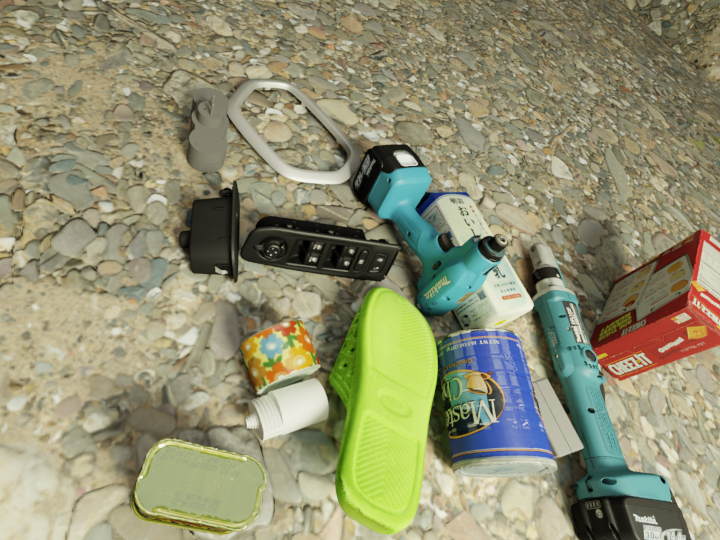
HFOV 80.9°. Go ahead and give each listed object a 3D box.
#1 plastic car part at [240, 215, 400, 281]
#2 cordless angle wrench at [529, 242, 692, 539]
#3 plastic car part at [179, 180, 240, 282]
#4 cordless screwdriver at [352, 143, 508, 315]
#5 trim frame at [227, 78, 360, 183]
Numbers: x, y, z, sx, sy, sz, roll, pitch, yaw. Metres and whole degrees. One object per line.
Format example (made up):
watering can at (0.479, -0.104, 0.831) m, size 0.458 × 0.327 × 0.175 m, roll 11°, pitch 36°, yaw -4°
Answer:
plastic car part at (-0.054, -0.035, 0.554) m, size 0.196 × 0.066 × 0.070 m, roll 4°, pitch 47°, yaw -21°
cordless angle wrench at (0.300, 0.130, 0.587) m, size 0.095 × 0.074 × 0.435 m, roll 13°, pitch 51°, yaw -17°
plastic car part at (-0.182, -0.044, 0.513) m, size 0.070 × 0.065 × 0.120 m, roll 0°, pitch 60°, yaw -7°
cordless screwdriver at (0.088, -0.077, 0.582) m, size 0.072 × 0.159 × 0.258 m, roll -9°, pitch 60°, yaw -31°
trim frame at (-0.108, -0.230, 0.691) m, size 0.180 × 0.027 × 0.255 m, roll -33°, pitch 72°, yaw -35°
